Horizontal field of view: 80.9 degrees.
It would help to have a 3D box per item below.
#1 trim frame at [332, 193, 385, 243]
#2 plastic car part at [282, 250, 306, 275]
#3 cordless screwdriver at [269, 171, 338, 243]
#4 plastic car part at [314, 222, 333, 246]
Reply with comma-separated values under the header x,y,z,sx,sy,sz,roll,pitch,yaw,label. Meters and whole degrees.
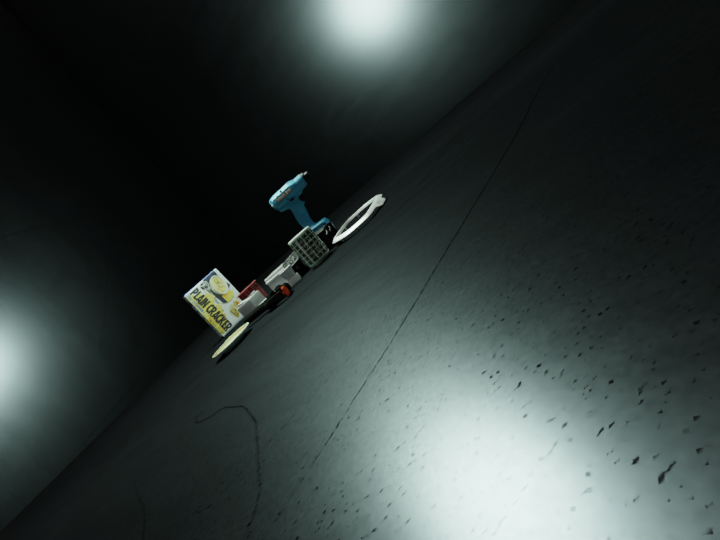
x,y,z,sx,sy,sz,roll,pitch,yaw,label
-0.003,-0.155,1.258,0.187,0.027,0.248,-37,12,28,trim frame
-0.212,-0.016,1.366,0.066,0.066,0.206,-43,10,-5,plastic car part
-0.162,-0.191,1.384,0.160,0.247,0.075,-42,5,8,cordless screwdriver
-0.130,-0.085,1.328,0.118,0.070,0.066,-38,8,26,plastic car part
